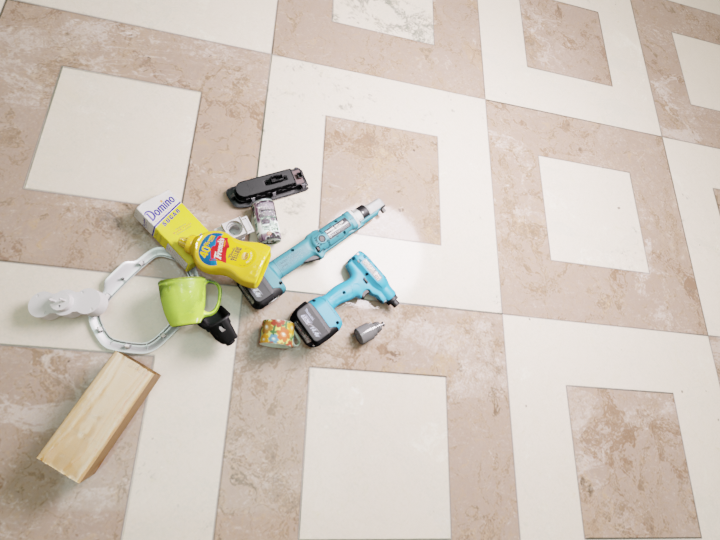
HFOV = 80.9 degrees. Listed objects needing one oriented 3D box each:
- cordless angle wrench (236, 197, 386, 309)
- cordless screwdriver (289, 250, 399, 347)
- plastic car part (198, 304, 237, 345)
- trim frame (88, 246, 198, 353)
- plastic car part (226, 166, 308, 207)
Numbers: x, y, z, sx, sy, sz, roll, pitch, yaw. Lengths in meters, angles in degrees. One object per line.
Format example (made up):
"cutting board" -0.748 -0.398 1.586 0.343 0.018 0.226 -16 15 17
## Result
"cordless angle wrench" -0.099 -0.065 1.010 0.416 0.075 0.099 -37 85 -23
"cordless screwdriver" -0.031 0.082 0.976 0.245 0.075 0.160 -41 86 -25
"plastic car part" -0.291 0.123 0.886 0.065 0.122 0.069 -37 111 -22
"trim frame" -0.457 0.061 0.907 0.185 0.027 0.247 38 70 2
"plastic car part" -0.224 -0.205 1.031 0.199 0.068 0.067 -21 88 -16
